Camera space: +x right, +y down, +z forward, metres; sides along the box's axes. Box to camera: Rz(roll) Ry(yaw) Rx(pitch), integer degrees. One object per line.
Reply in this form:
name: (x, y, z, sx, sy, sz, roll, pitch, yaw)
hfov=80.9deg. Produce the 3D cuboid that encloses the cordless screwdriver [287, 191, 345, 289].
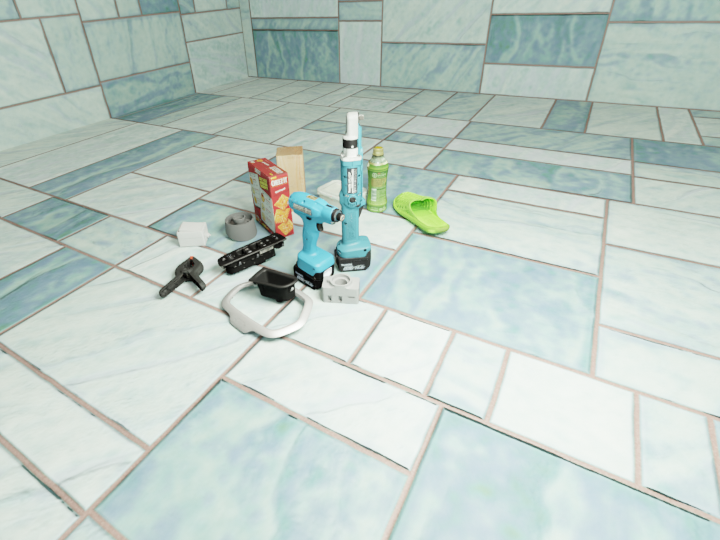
cordless screwdriver: (-0.103, -0.067, 1.055, 0.168, 0.241, 0.072, 25, 41, 34)

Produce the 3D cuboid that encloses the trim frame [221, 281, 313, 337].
trim frame: (-0.229, 0.086, 1.032, 0.262, 0.027, 0.180, 25, 43, 34)

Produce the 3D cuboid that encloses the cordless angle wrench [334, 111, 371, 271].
cordless angle wrench: (-0.022, -0.190, 1.076, 0.097, 0.410, 0.077, -3, 33, -5)

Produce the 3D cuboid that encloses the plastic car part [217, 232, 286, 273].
plastic car part: (-0.306, -0.044, 1.193, 0.198, 0.065, 0.070, -23, 39, -27)

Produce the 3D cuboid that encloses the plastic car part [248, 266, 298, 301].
plastic car part: (-0.211, 0.044, 1.053, 0.122, 0.069, 0.065, 16, 37, 25)
